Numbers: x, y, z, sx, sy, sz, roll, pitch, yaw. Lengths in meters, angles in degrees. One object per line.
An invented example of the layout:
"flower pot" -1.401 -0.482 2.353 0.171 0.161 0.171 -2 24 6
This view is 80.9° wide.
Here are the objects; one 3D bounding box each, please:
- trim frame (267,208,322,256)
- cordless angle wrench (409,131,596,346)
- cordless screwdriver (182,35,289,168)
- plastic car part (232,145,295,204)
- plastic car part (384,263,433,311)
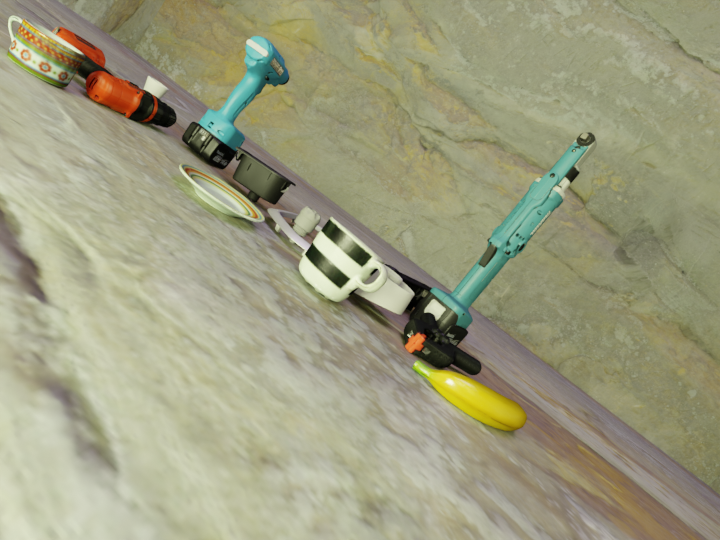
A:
"trim frame" -0.073 -0.047 0.742 0.189 0.027 0.242 38 8 12
"cordless angle wrench" 0.252 -0.052 0.723 0.078 0.423 0.092 44 11 38
"cordless screwdriver" -0.232 -0.321 0.836 0.075 0.249 0.157 38 8 5
"plastic car part" -0.185 -0.163 0.768 0.118 0.071 0.065 38 8 7
"plastic car part" 0.086 0.036 0.796 0.192 0.067 0.070 30 11 -39
